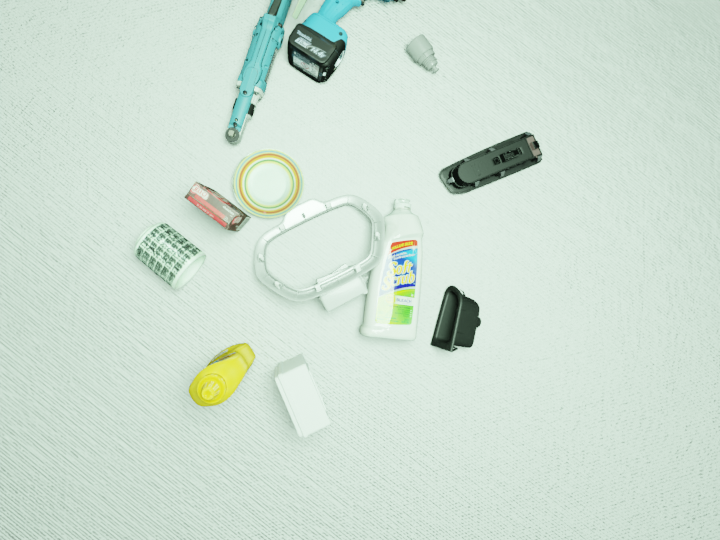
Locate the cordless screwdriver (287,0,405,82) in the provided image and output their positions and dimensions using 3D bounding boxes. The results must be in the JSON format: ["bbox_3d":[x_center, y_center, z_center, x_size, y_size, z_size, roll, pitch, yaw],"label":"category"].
[{"bbox_3d":[-0.024,-0.472,0.793,0.159,0.074,0.249,27,81,-2],"label":"cordless screwdriver"}]

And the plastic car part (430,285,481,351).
[{"bbox_3d":[0.184,0.093,0.770,0.069,0.068,0.117,21,82,-19],"label":"plastic car part"}]

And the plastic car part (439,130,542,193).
[{"bbox_3d":[0.252,-0.200,0.791,0.203,0.068,0.066,-23,97,-1],"label":"plastic car part"}]

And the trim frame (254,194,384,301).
[{"bbox_3d":[-0.074,-0.048,0.752,0.248,0.026,0.192,-27,60,-2],"label":"trim frame"}]

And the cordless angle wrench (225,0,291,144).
[{"bbox_3d":[-0.170,-0.434,0.781,0.074,0.098,0.423,19,90,-5],"label":"cordless angle wrench"}]
